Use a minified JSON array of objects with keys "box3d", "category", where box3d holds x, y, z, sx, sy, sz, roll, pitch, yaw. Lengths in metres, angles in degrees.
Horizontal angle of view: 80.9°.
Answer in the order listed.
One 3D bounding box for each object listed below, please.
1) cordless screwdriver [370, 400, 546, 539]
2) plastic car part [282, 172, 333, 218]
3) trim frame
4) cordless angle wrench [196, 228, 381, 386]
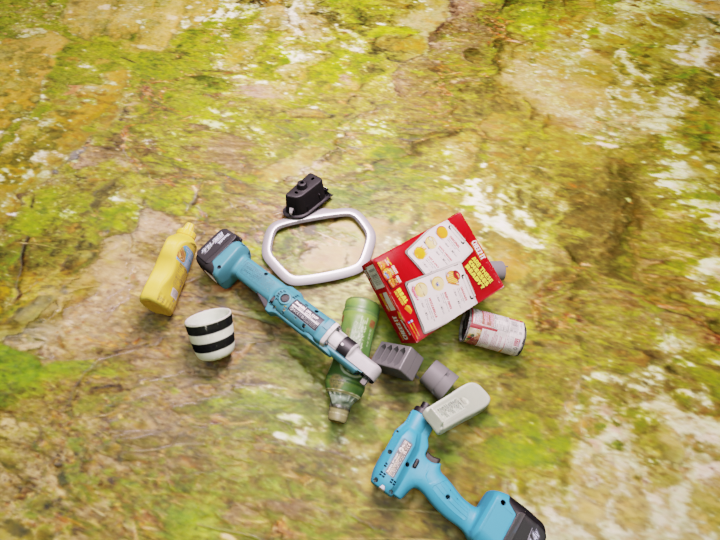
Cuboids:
[{"box3d":[0.159,0.341,0.675,0.258,0.072,0.159,29,67,19],"category":"cordless screwdriver"},{"box3d":[-0.122,-0.171,0.932,0.069,0.069,0.115,30,55,24],"category":"plastic car part"},{"box3d":[-0.089,-0.058,0.910,0.247,0.027,0.190,-13,64,-3],"category":"trim frame"},{"box3d":[-0.137,0.064,0.784,0.443,0.071,0.097,33,68,26],"category":"cordless angle wrench"}]
